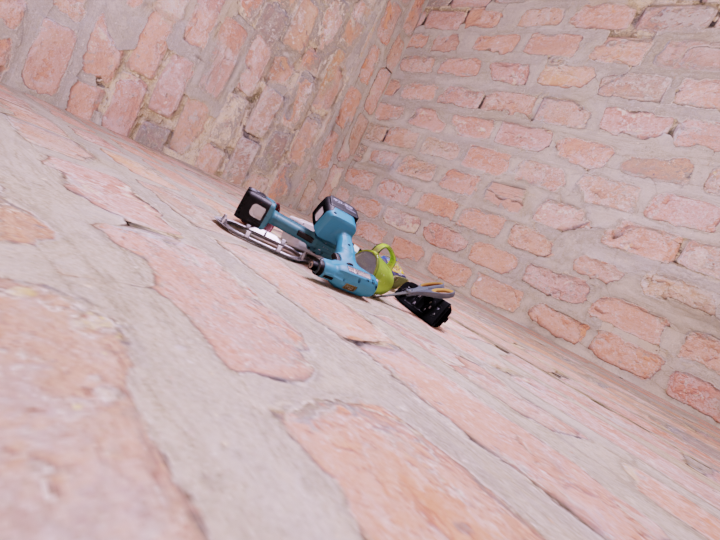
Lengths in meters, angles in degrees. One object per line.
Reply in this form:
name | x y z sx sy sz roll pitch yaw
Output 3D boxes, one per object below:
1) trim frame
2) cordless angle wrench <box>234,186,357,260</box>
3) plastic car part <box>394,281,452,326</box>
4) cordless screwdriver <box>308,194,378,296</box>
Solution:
trim frame | -0.225 -0.076 0.990 0.245 0.027 0.187 23 5 -9
cordless angle wrench | -0.100 -0.066 1.025 0.413 0.074 0.100 29 6 -13
plastic car part | 0.157 0.082 1.040 0.064 0.066 0.213 34 1 -31
cordless screwdriver | -0.058 -0.062 0.920 0.151 0.075 0.259 21 37 -34
